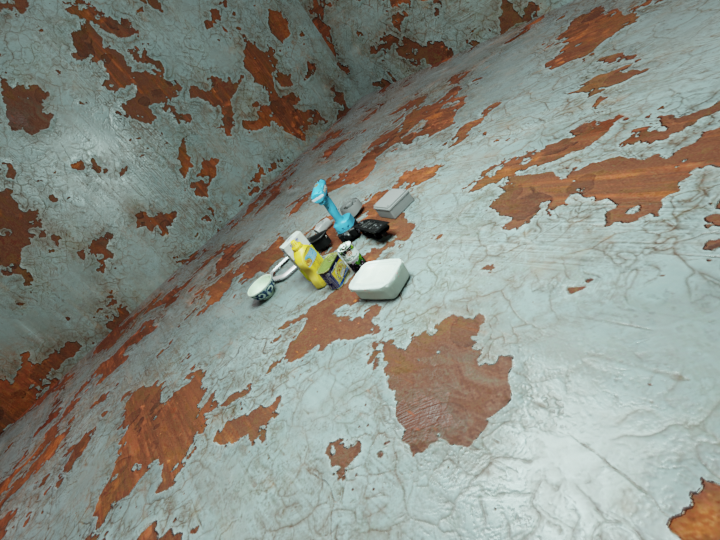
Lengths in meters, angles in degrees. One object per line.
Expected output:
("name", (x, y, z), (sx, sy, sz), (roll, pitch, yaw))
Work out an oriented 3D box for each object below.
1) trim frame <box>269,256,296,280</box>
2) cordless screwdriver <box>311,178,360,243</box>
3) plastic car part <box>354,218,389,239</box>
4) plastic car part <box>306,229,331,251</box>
("trim frame", (-0.292, -0.037, 1.793), (0.247, 0.026, 0.193), (-46, 27, -13))
("cordless screwdriver", (-0.095, -0.233, 1.610), (0.076, 0.239, 0.162), (-30, 25, 20))
("plastic car part", (0.044, -0.146, 1.494), (0.066, 0.064, 0.212), (-43, 26, -9))
("plastic car part", (-0.166, -0.109, 1.698), (0.120, 0.068, 0.066), (-21, 30, 33))
